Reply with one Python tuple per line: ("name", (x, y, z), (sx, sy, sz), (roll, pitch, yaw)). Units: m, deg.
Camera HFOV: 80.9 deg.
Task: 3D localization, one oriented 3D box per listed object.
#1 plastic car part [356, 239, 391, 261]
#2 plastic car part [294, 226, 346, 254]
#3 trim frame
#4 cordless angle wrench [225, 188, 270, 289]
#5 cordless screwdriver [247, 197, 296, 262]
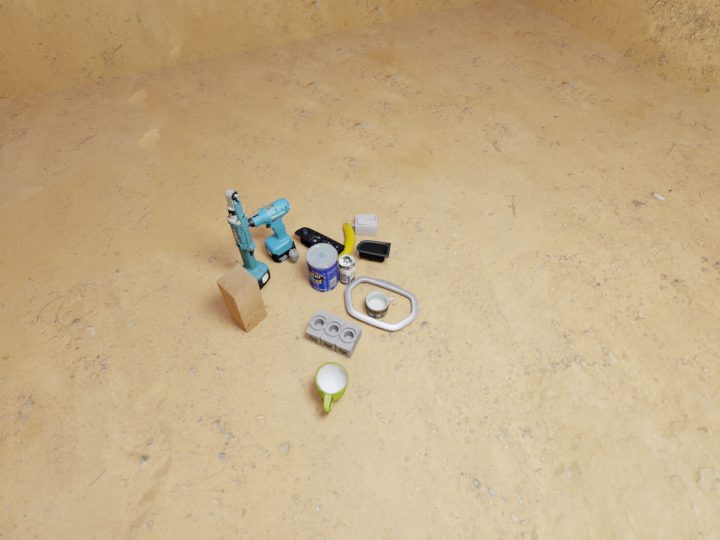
("plastic car part", (0.045, -0.062, 1.489), (0.119, 0.068, 0.067), (8, 52, 9))
("plastic car part", (-0.150, -0.098, 1.536), (0.212, 0.065, 0.065), (31, 59, 25))
("trim frame", (0.066, 0.102, 1.382), (0.257, 0.026, 0.185), (17, 55, 17))
("cordless angle wrench", (-0.365, -0.094, 1.328), (0.102, 0.409, 0.074), (25, 55, 18))
("cordless screwdriver", (-0.306, -0.125, 1.457), (0.156, 0.240, 0.078), (-32, 58, -22))
